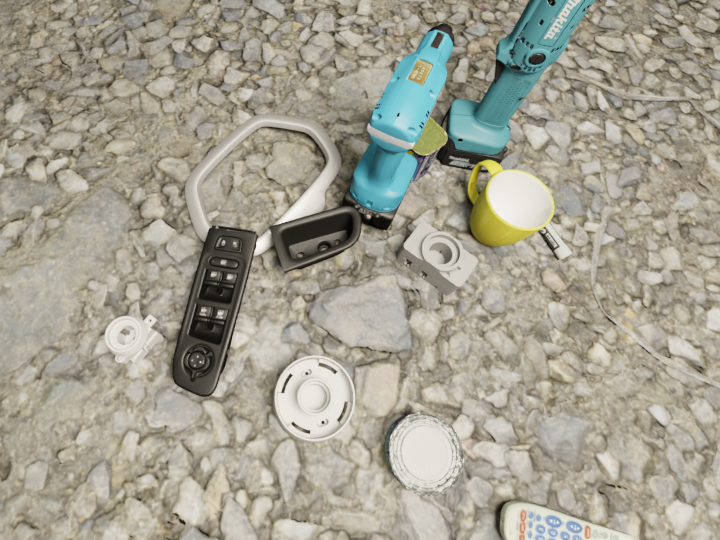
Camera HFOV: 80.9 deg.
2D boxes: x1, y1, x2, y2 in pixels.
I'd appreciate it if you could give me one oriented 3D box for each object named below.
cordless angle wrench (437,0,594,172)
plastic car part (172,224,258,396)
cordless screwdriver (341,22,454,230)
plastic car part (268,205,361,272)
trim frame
[{"bbox_3d":[0.194,-0.255,0.471,0.098,0.417,0.075,12,70,-4],"label":"cordless angle wrench"},{"bbox_3d":[-0.179,0.048,0.525,0.066,0.066,0.206,10,69,-2],"label":"plastic car part"},{"bbox_3d":[0.046,-0.162,0.521,0.075,0.245,0.160,25,70,1],"label":"cordless screwdriver"},{"bbox_3d":[-0.055,-0.036,0.561,0.115,0.070,0.068,-18,73,-10],"label":"plastic car part"},{"bbox_3d":[-0.140,-0.131,0.617,0.188,0.027,0.247,36,71,11],"label":"trim frame"}]
